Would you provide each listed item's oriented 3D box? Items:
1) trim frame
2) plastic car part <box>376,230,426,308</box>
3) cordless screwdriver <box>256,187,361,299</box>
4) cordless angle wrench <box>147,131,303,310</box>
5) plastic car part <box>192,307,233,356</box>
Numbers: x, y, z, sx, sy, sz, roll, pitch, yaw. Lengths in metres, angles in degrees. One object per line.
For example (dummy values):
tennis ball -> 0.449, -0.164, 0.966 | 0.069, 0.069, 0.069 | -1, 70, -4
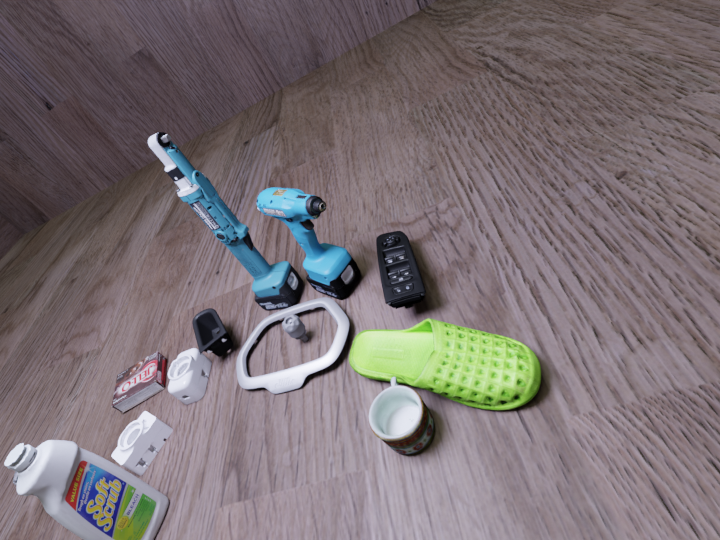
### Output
trim frame -> -0.130, 0.137, 0.788 | 0.254, 0.026, 0.189 | -20, 39, 19
plastic car part -> 0.072, -0.002, 0.758 | 0.067, 0.064, 0.210 | -24, 38, 13
cordless screwdriver -> -0.076, -0.050, 0.778 | 0.168, 0.236, 0.074 | 13, 55, 45
cordless angle wrench -> -0.254, -0.082, 0.809 | 0.101, 0.402, 0.075 | -11, 40, 28
plastic car part -> -0.303, 0.135, 0.887 | 0.066, 0.067, 0.123 | -39, 37, -7
